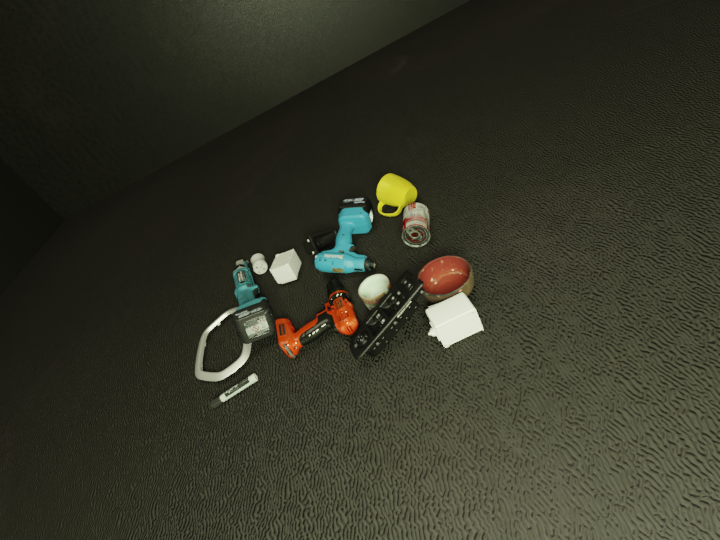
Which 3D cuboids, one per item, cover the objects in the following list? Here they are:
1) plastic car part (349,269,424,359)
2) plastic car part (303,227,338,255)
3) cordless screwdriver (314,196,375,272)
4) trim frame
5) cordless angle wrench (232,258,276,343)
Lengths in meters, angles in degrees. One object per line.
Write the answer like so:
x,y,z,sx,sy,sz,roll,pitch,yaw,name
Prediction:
0.056,0.098,0.851,0.203,0.063,0.070,-48,39,3,plastic car part
-0.118,-0.077,1.209,0.073,0.066,0.113,-19,5,39,plastic car part
-0.014,-0.093,1.149,0.165,0.071,0.251,2,49,23,cordless screwdriver
-0.350,0.186,1.105,0.186,0.026,0.258,-28,34,7,trim frame
-0.320,0.055,1.187,0.097,0.072,0.442,-21,27,-12,cordless angle wrench
